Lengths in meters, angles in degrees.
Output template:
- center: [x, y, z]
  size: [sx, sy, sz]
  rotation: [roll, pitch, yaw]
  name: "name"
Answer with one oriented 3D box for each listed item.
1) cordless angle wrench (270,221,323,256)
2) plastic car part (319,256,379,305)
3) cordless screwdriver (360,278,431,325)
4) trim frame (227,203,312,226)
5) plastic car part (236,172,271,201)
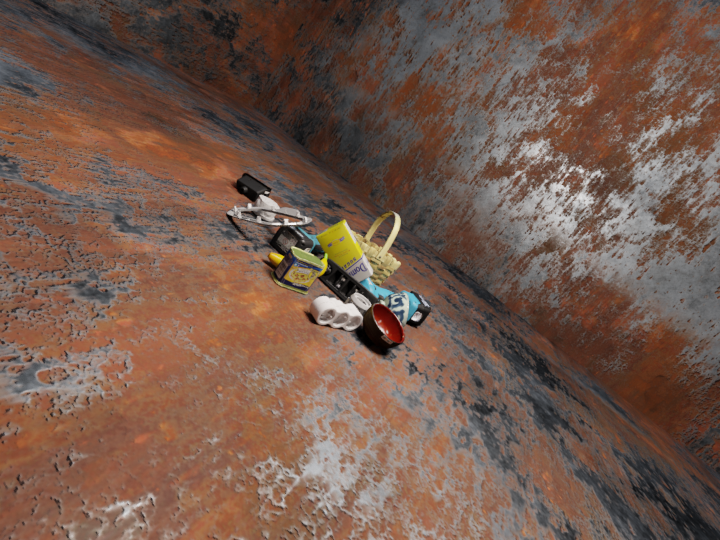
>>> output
- center: [-0.129, -0.085, 1.322]
  size: [0.101, 0.074, 0.408]
  rotation: [40, 14, 15]
  name: "cordless angle wrench"
- center: [-0.043, 0.038, 1.153]
  size: [0.208, 0.066, 0.065]
  rotation: [39, 6, 13]
  name: "plastic car part"
- center: [0.097, 0.097, 1.258]
  size: [0.239, 0.074, 0.166]
  rotation: [24, 20, -24]
  name: "cordless screwdriver"
- center: [-0.251, -0.154, 1.162]
  size: [0.261, 0.027, 0.177]
  rotation: [15, 19, 33]
  name: "trim frame"
- center: [-0.364, -0.267, 1.391]
  size: [0.118, 0.066, 0.070]
  rotation: [34, 30, 6]
  name: "plastic car part"
